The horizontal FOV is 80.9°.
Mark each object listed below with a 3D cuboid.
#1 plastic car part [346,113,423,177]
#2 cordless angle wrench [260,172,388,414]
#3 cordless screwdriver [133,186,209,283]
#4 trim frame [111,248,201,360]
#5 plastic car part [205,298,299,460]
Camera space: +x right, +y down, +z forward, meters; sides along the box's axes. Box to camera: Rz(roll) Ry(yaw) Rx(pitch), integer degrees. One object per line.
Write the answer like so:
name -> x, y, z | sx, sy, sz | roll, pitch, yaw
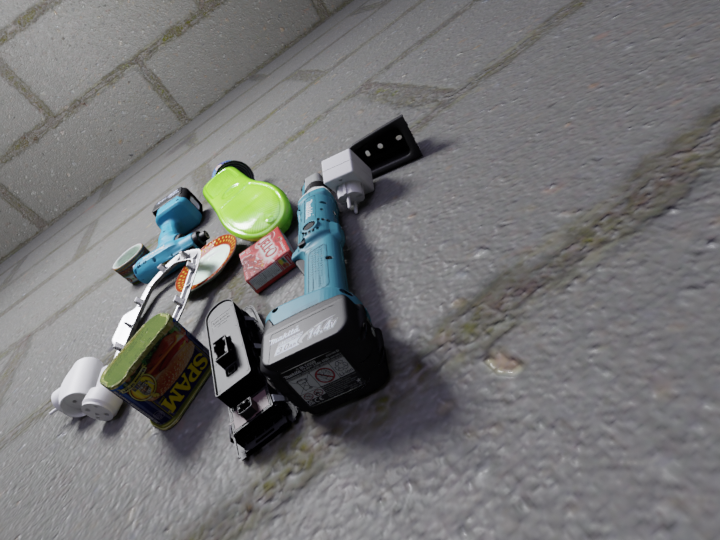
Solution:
plastic car part -> 0.031, -0.185, 0.645 | 0.120, 0.064, 0.071 | -20, 20, 29
cordless angle wrench -> -0.051, -0.033, 0.518 | 0.099, 0.071, 0.437 | -28, 32, 11
cordless screwdriver -> -0.373, -0.090, 0.878 | 0.161, 0.070, 0.259 | -30, 37, 10
trim frame -> -0.326, 0.057, 0.668 | 0.187, 0.026, 0.257 | -32, 38, 23
plastic car part -> -0.131, 0.091, 0.446 | 0.066, 0.064, 0.212 | -44, 30, 1
